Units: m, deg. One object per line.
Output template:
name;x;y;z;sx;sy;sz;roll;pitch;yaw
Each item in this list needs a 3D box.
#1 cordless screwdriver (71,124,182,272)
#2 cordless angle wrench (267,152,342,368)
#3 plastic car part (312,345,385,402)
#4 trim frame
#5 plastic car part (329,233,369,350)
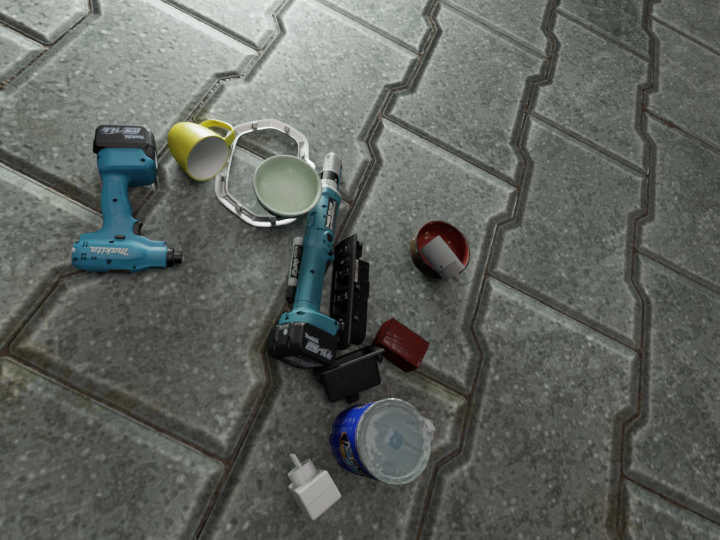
cordless screwdriver;-0.374;-0.117;0.706;0.155;0.074;0.254;1;70;-16
cordless angle wrench;-0.073;-0.048;0.749;0.092;0.077;0.432;35;49;-40
plastic car part;-0.015;0.173;0.681;0.114;0.067;0.071;-21;90;-20
trim frame;-0.180;-0.196;0.817;0.180;0.027;0.254;10;63;-12
plastic car part;-0.018;0.043;0.738;0.063;0.068;0.207;27;57;-35
